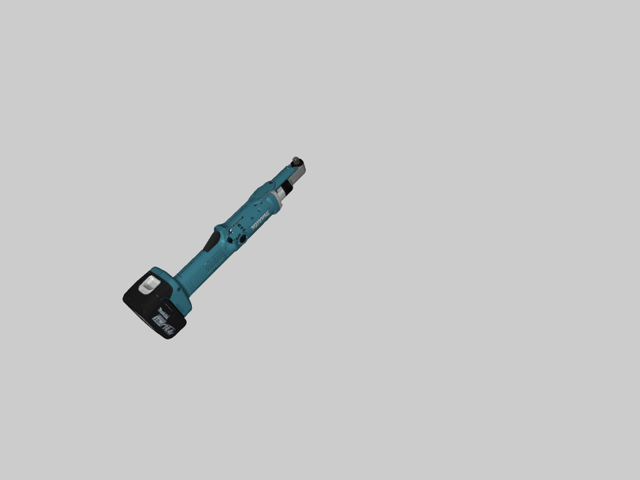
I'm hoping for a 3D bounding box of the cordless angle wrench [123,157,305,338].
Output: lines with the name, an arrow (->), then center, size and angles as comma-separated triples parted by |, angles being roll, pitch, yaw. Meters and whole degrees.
cordless angle wrench -> -0.163, -0.011, 0.783 | 0.074, 0.421, 0.098 | 25, -30, 32
